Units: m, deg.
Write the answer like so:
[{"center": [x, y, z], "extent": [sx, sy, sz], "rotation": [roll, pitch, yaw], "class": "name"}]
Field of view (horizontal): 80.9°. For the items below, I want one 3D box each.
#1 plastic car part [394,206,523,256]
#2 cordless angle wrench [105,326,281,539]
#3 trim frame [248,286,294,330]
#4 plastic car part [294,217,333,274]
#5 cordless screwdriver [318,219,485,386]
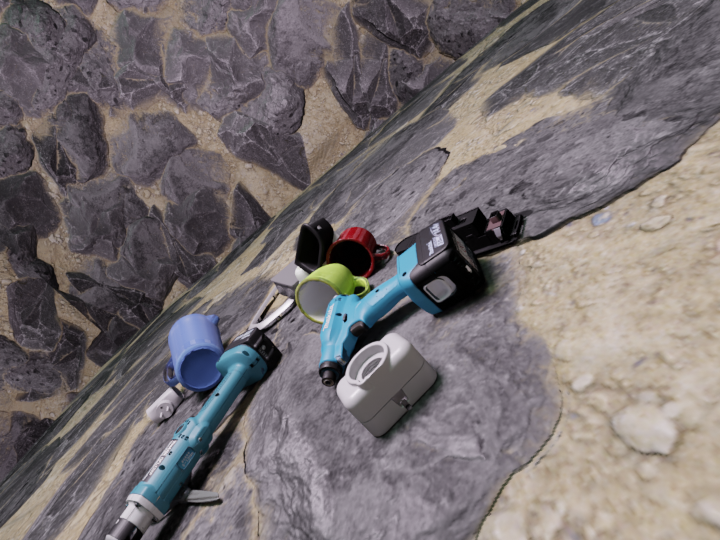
[{"center": [0.125, -0.043, 0.620], "extent": [0.208, 0.065, 0.067], "rotation": [-26, 29, 46], "class": "plastic car part"}, {"center": [-0.262, 0.263, 0.657], "extent": [0.100, 0.072, 0.423], "rotation": [-29, 20, 36], "class": "cordless angle wrench"}, {"center": [-0.198, 0.066, 1.066], "extent": [0.188, 0.027, 0.250], "rotation": [-29, 24, 32], "class": "trim frame"}, {"center": [-0.081, -0.053, 0.823], "extent": [0.070, 0.068, 0.114], "rotation": [-41, -25, -44], "class": "plastic car part"}, {"center": [0.038, 0.050, 0.567], "extent": [0.253, 0.072, 0.162], "rotation": [-36, 23, 29], "class": "cordless screwdriver"}]
